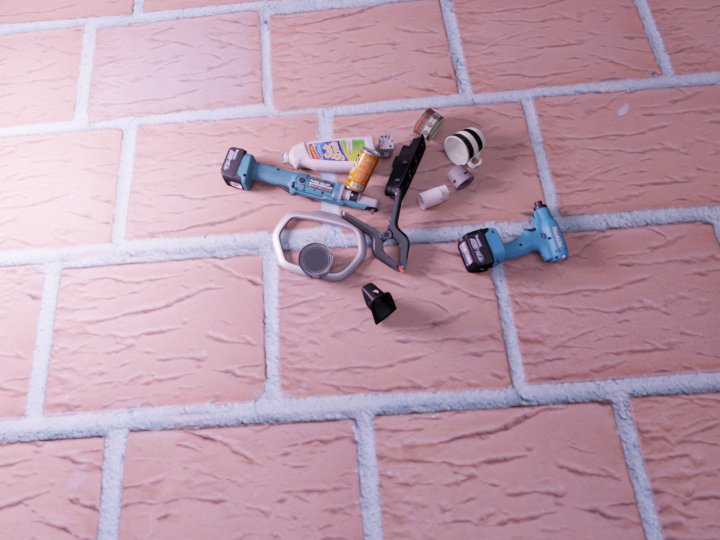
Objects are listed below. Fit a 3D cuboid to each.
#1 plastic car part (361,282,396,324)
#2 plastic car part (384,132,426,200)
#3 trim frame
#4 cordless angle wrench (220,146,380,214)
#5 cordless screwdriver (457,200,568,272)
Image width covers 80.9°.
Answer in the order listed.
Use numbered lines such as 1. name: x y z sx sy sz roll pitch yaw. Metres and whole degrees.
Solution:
1. plastic car part: 0.034 0.066 1.002 0.065 0.111 0.075 -38 54 -10
2. plastic car part: 0.114 -0.268 1.121 0.069 0.064 0.204 15 74 15
3. trim frame: -0.107 -0.070 1.089 0.252 0.027 0.186 11 75 8
4. cordless angle wrench: -0.155 -0.227 1.120 0.427 0.073 0.099 16 75 5
5. cordless screwdriver: 0.371 -0.084 1.044 0.247 0.073 0.163 -10 73 -4
